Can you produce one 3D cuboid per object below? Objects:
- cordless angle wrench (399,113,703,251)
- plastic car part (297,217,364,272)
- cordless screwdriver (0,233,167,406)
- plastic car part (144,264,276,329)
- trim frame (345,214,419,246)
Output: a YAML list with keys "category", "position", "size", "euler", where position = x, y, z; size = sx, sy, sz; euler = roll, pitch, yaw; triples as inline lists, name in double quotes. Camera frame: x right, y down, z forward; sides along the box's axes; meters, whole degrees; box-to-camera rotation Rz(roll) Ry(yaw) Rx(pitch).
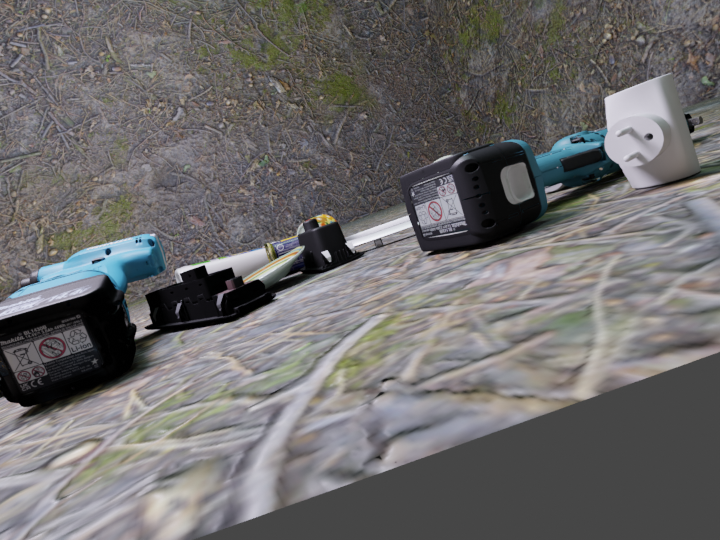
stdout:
- category: "cordless angle wrench"
  position: [0.232, -0.117, 0.442]
  size: [0.411, 0.074, 0.101]
  euler: [-21, 6, -27]
- category: "plastic car part"
  position: [-0.057, -0.038, 0.587]
  size: [0.064, 0.070, 0.121]
  euler: [-20, 9, -25]
- category: "cordless screwdriver"
  position: [-0.286, 0.029, 0.415]
  size: [0.157, 0.072, 0.259]
  euler: [-17, 22, -13]
- category: "plastic car part"
  position: [-0.192, 0.033, 0.483]
  size: [0.210, 0.066, 0.065]
  euler: [-17, 13, 39]
- category: "trim frame"
  position: [0.064, -0.068, 0.664]
  size: [0.251, 0.027, 0.184]
  euler: [-20, 9, 8]
